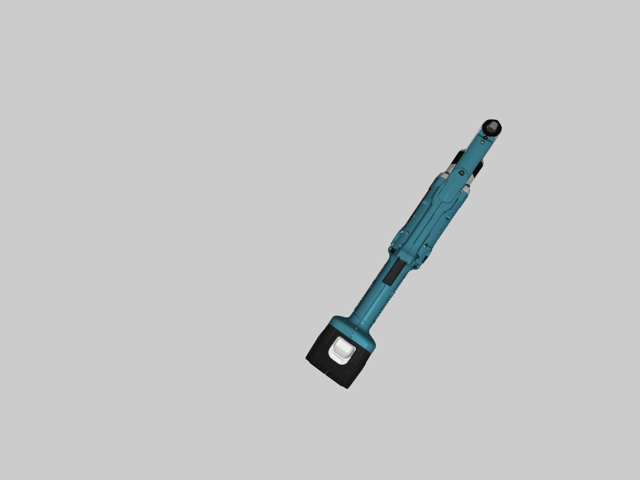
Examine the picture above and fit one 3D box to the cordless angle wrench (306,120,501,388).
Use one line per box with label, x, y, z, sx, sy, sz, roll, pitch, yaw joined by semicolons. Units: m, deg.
cordless angle wrench;0.129;0.011;0.606;0.074;0.423;0.098;34;1;10
